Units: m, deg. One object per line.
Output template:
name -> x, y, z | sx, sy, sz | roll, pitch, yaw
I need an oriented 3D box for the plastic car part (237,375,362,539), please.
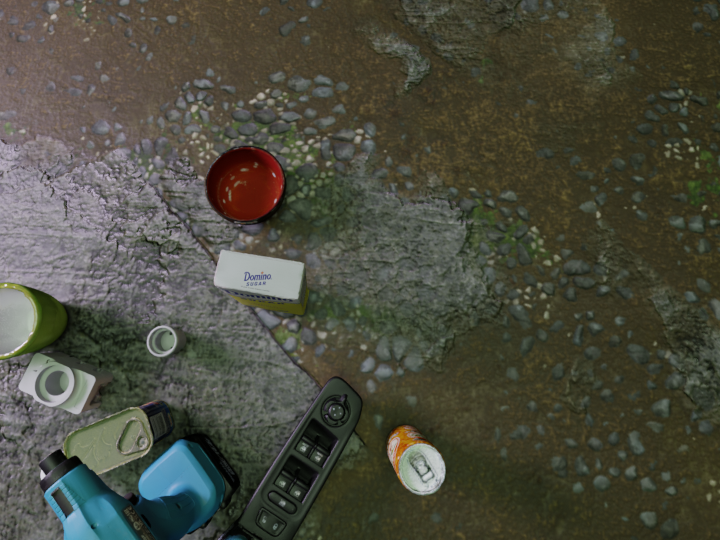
plastic car part -> -0.066, 0.231, 0.529 | 0.067, 0.066, 0.203 | 32, 80, 4

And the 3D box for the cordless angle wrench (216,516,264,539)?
cordless angle wrench -> -0.137, 0.332, 0.328 | 0.097, 0.419, 0.075 | -44, 87, -9

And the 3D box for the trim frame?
trim frame -> -0.059, -0.039, 0.607 | 0.247, 0.027, 0.187 | -17, 78, -3

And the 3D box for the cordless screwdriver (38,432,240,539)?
cordless screwdriver -> -0.216, 0.230, 0.439 | 0.074, 0.246, 0.162 | -42, 85, -9
